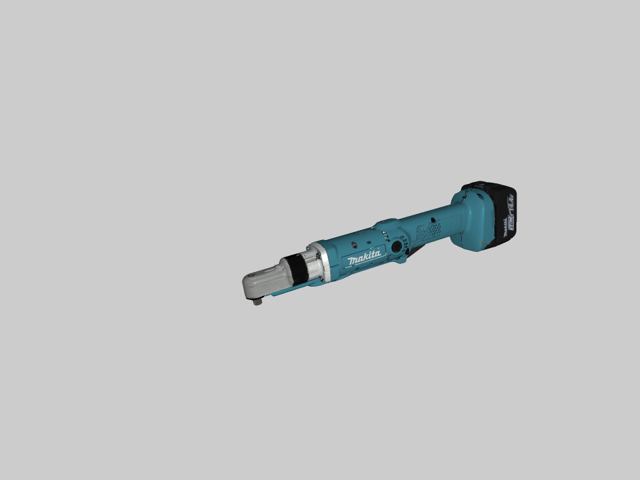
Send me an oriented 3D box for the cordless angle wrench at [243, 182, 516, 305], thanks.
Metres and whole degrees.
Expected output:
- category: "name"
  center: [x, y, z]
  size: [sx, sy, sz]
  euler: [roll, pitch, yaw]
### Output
- category: "cordless angle wrench"
  center: [0.094, 0.004, 0.600]
  size: [0.422, 0.098, 0.074]
  euler: [-16, 20, -21]
